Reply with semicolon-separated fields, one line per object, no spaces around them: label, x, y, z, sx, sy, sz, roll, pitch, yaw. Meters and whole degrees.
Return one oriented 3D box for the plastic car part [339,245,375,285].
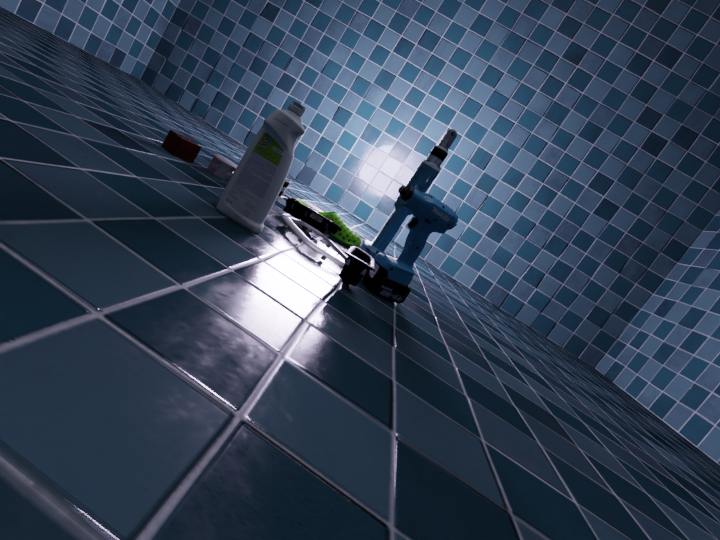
plastic car part;-0.013;-0.003;0.858;0.066;0.071;0.116;32;9;-1

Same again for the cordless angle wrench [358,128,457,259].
cordless angle wrench;0.118;-0.172;1.077;0.074;0.423;0.099;32;9;-6

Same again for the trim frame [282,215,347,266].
trim frame;-0.101;-0.066;1.037;0.174;0.027;0.263;24;12;-40

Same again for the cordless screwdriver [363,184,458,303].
cordless screwdriver;0.092;-0.060;0.943;0.152;0.248;0.078;28;10;-27

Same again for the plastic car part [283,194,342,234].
plastic car part;-0.149;-0.151;1.206;0.213;0.067;0.063;37;10;28
